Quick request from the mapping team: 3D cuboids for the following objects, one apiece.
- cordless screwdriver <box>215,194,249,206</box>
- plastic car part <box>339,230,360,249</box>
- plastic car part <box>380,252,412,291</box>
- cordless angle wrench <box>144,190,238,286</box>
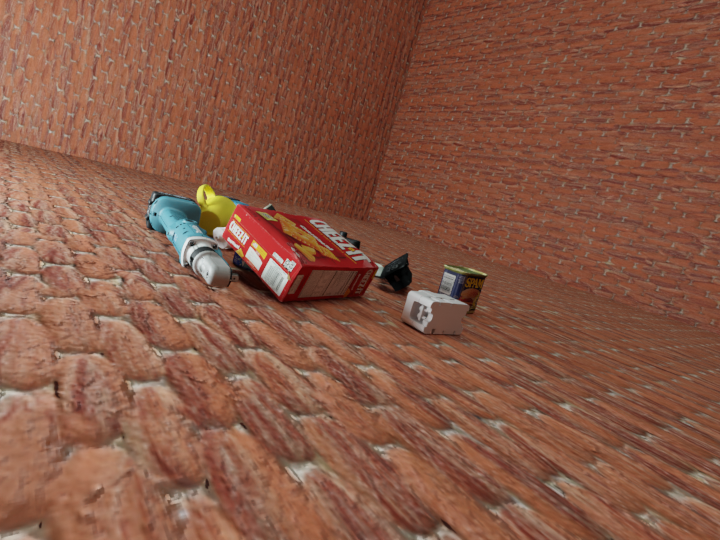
[{"bbox_3d":[-0.291,-0.133,1.149,0.252,0.074,0.158,20,9,5],"label":"cordless screwdriver"},{"bbox_3d":[-0.048,-0.070,1.156,0.120,0.070,0.064,21,8,17],"label":"plastic car part"},{"bbox_3d":[0.083,0.007,0.928,0.067,0.067,0.199,-24,0,10],"label":"plastic car part"},{"bbox_3d":[-0.290,-0.058,0.710,0.093,0.074,0.446,9,13,-34],"label":"cordless angle wrench"}]
